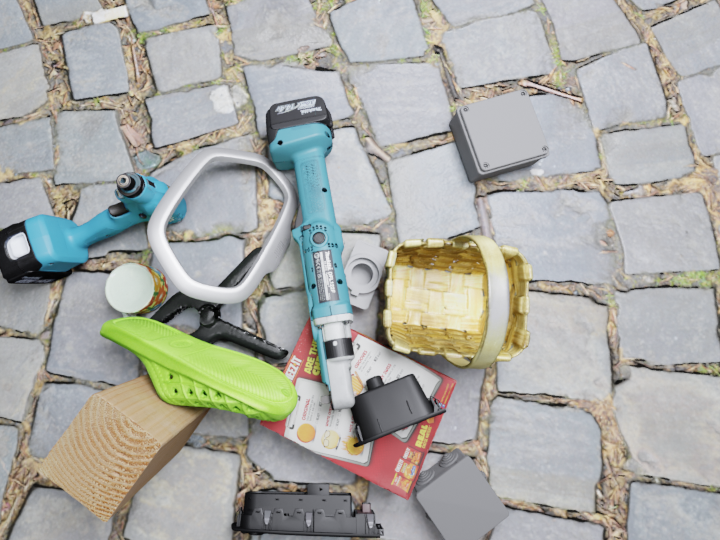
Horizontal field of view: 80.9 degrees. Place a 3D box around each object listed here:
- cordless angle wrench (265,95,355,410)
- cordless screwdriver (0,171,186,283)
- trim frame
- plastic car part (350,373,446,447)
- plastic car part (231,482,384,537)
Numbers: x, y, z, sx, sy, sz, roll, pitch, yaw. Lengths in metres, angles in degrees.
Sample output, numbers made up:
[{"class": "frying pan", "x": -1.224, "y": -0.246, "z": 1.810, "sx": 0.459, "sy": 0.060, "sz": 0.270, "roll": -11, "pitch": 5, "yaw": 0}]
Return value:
[{"class": "cordless angle wrench", "x": -0.056, "y": -0.037, "z": 0.573, "sx": 0.098, "sy": 0.072, "sz": 0.433, "roll": -11, "pitch": 72, "yaw": 1}, {"class": "cordless screwdriver", "x": -0.378, "y": -0.063, "z": 0.581, "sx": 0.248, "sy": 0.158, "sz": 0.075, "roll": -23, "pitch": 86, "yaw": -1}, {"class": "trim frame", "x": -0.183, "y": -0.071, "z": 0.596, "sx": 0.179, "sy": 0.028, "sz": 0.251, "roll": 30, "pitch": 57, "yaw": -15}, {"class": "plastic car part", "x": 0.035, "y": 0.164, "z": 0.521, "sx": 0.116, "sy": 0.064, "sz": 0.073, "roll": -18, "pitch": 66, "yaw": 0}, {"class": "plastic car part", "x": -0.074, "y": 0.324, "z": 0.567, "sx": 0.203, "sy": 0.065, "sz": 0.068, "roll": -3, "pitch": 74, "yaw": 0}]
